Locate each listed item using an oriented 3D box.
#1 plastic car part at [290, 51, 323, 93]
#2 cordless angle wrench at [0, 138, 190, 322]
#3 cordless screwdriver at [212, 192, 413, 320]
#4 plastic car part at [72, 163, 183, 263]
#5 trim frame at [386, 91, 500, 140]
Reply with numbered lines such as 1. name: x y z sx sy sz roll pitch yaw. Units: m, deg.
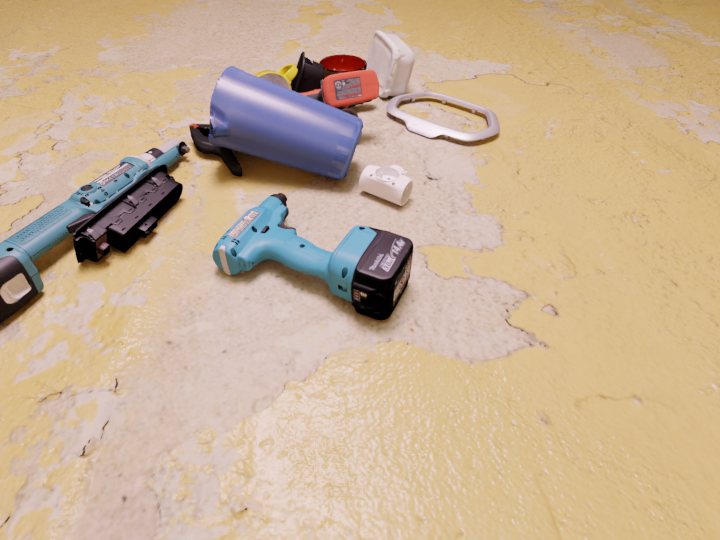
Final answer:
1. plastic car part: -0.115 -0.407 0.927 0.068 0.116 0.069 12 39 -27
2. cordless angle wrench: -0.399 -0.099 0.630 0.100 0.072 0.424 14 44 12
3. cordless screwdriver: -0.055 -0.036 0.566 0.258 0.072 0.159 14 46 19
4. plastic car part: -0.326 -0.088 0.622 0.067 0.065 0.205 17 45 0
5. trim frame: 0.174 -0.332 0.904 0.260 0.027 0.181 31 51 25
